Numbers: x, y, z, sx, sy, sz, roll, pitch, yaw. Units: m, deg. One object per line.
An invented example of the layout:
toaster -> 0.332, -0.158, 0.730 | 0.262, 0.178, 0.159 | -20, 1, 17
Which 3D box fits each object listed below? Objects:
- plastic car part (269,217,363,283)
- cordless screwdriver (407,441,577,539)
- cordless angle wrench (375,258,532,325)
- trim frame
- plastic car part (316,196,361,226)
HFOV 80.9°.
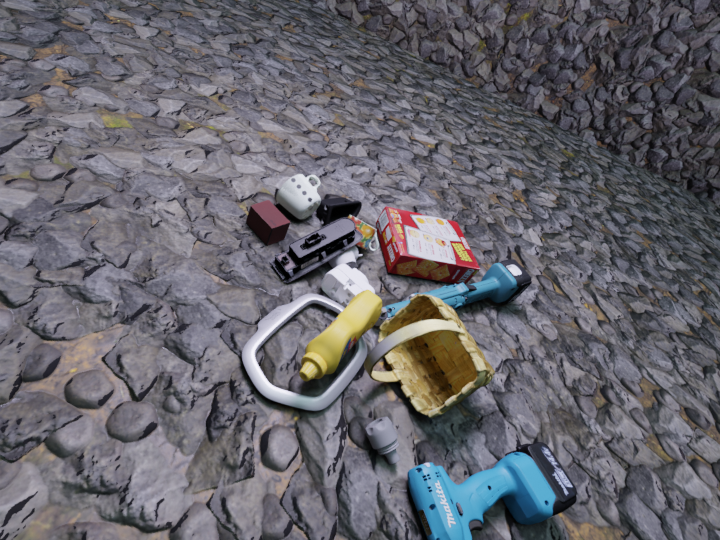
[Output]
plastic car part -> -0.084, -0.055, 0.860 | 0.198, 0.065, 0.070 | -27, 55, -26
cordless screwdriver -> 0.201, 0.349, 0.613 | 0.240, 0.073, 0.166 | -2, 48, -24
cordless angle wrench -> 0.196, 0.058, 0.912 | 0.408, 0.097, 0.078 | -12, 55, -30
trim frame -> -0.090, 0.131, 0.729 | 0.188, 0.027, 0.244 | 37, 43, 11
plastic car part -> -0.061, -0.149, 1.019 | 0.075, 0.065, 0.112 | 34, 36, 29
